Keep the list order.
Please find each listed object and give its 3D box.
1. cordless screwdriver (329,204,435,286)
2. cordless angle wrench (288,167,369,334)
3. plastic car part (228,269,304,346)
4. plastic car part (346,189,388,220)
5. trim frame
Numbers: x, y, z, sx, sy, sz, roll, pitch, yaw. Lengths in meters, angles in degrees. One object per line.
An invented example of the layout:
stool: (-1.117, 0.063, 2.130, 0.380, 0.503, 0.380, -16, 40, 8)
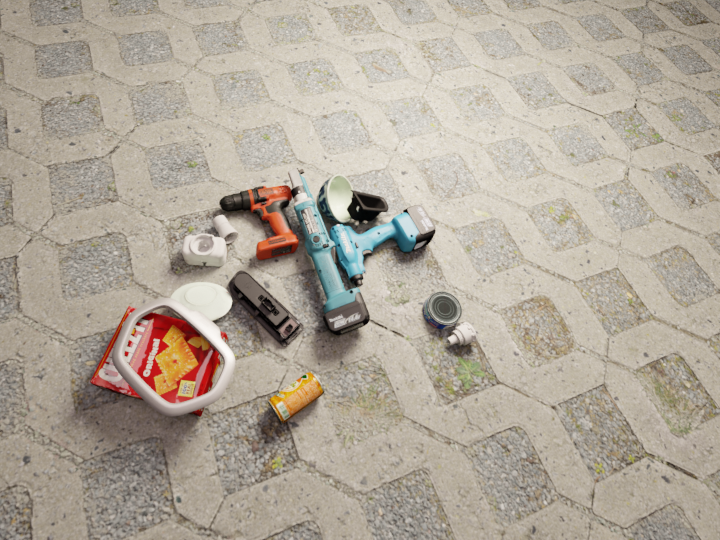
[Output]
cordless screwdriver: (0.061, -0.062, 1.034, 0.245, 0.073, 0.165, -17, 67, -11)
cordless angle wrench: (-0.097, -0.063, 0.989, 0.098, 0.072, 0.436, -22, 69, 0)
plastic car part: (-0.218, 0.074, 0.938, 0.209, 0.065, 0.066, 40, 71, 16)
plastic car part: (0.012, -0.152, 1.064, 0.111, 0.071, 0.069, 3, 50, -47)
trim frame: (-0.357, 0.160, 0.812, 0.256, 0.027, 0.183, 35, 65, 15)
